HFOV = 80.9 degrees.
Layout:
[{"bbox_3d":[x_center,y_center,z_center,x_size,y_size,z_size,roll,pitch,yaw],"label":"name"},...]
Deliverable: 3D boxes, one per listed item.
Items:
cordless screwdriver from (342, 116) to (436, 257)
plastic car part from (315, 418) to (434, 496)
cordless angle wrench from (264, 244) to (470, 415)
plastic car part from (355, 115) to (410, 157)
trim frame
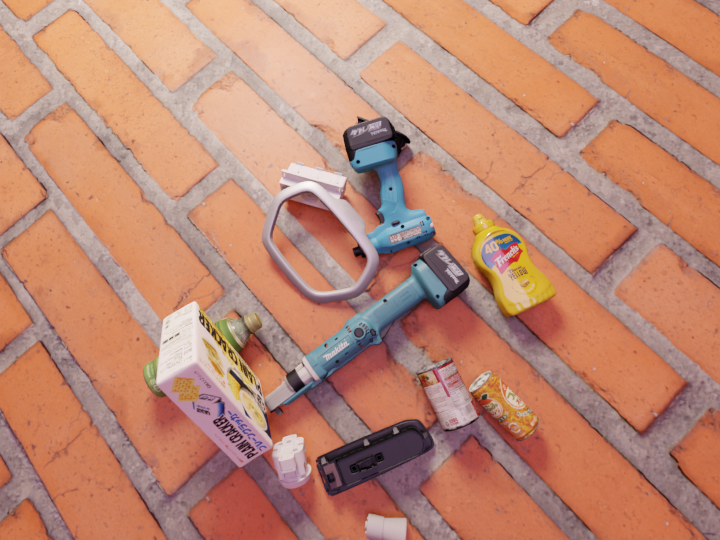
[{"bbox_3d":[0.027,-0.153,0.807,0.161,0.073,0.249,-20,90,10],"label":"cordless screwdriver"},{"bbox_3d":[0.025,0.310,0.711,0.202,0.065,0.068,-23,69,-4],"label":"plastic car part"},{"bbox_3d":[0.001,0.114,0.761,0.422,0.072,0.101,-37,76,-3],"label":"cordless angle wrench"},{"bbox_3d":[0.035,-0.259,0.866,0.118,0.065,0.071,26,94,7],"label":"plastic car part"},{"bbox_3d":[-0.078,-0.051,0.802,0.185,0.027,0.251,-41,84,13],"label":"trim frame"}]
